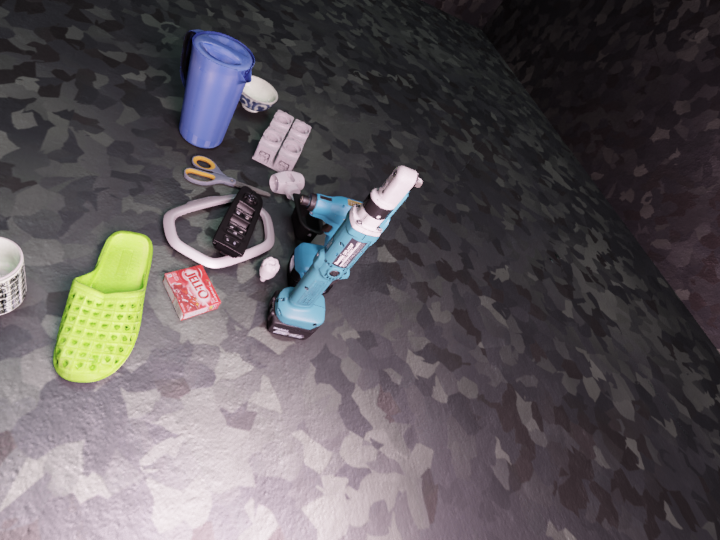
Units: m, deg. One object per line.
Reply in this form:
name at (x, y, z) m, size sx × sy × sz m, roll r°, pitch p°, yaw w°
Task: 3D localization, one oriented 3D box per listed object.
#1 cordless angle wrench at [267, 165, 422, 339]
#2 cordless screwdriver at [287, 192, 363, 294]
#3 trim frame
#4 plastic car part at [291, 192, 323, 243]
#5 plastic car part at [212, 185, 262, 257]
cordless angle wrench at (-0.042, -0.015, 0.688) m, size 0.094 × 0.425 × 0.077 m, roll 18°, pitch 48°, yaw -22°
cordless screwdriver at (-0.080, -0.053, 0.823) m, size 0.153 × 0.250 × 0.077 m, roll 15°, pitch 50°, yaw -24°
trim frame at (-0.289, -0.091, 0.890) m, size 0.241 × 0.027 × 0.189 m, roll -27°, pitch 71°, yaw -43°
plastic car part at (-0.129, -0.111, 0.972) m, size 0.063 × 0.071 × 0.121 m, roll 8°, pitch 51°, yaw -28°
plastic car part at (-0.255, -0.098, 0.888) m, size 0.065 × 0.067 × 0.207 m, roll 23°, pitch 45°, yaw -15°
